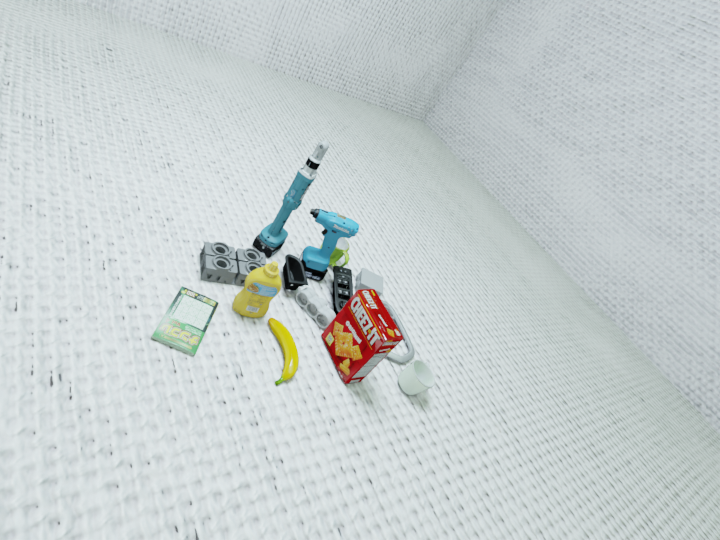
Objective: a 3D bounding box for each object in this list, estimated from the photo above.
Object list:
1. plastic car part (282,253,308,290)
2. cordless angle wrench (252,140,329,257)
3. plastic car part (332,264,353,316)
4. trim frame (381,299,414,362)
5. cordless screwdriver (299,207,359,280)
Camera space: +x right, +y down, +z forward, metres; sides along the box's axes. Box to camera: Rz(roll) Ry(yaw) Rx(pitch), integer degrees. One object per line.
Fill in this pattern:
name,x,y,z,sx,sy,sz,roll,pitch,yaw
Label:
plastic car part,-0.213,0.015,1.307,0.063,0.071,0.122,11,40,-32
cordless angle wrench,-0.206,-0.215,1.285,0.075,0.424,0.097,39,34,2
plastic car part,-0.064,0.075,1.358,0.064,0.067,0.210,19,36,-22
trim frame,0.085,0.188,1.373,0.175,0.027,0.261,4,43,-36
cordless screwdriver,-0.131,-0.086,1.341,0.154,0.249,0.077,23,36,-19
